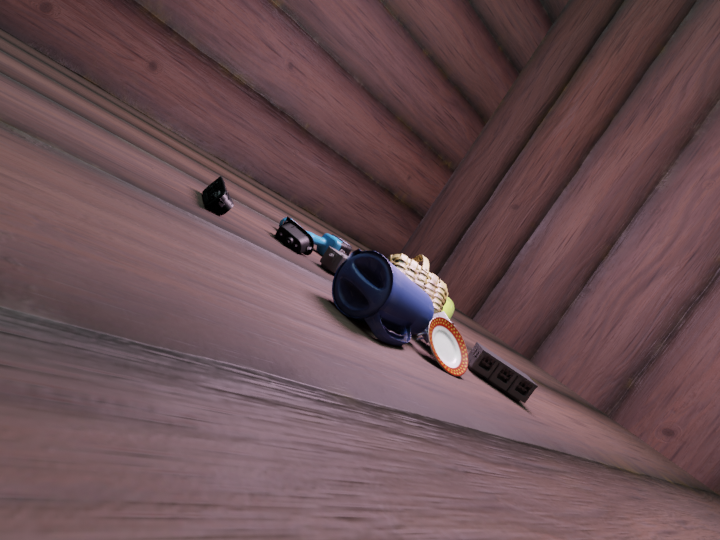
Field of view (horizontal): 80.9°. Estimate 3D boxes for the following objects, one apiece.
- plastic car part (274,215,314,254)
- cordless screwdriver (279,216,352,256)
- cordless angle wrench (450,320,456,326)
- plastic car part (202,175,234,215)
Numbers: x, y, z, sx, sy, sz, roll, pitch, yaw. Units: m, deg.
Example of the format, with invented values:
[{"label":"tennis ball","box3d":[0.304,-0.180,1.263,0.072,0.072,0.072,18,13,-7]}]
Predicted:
[{"label":"plastic car part","box3d":[-0.186,-0.087,1.154,0.120,0.066,0.069,38,22,17]},{"label":"cordless screwdriver","box3d":[-0.131,-0.086,1.343,0.235,0.074,0.168,23,11,-40]},{"label":"cordless angle wrench","box3d":[0.163,0.091,1.402,0.407,0.074,0.101,36,-23,-22]},{"label":"plastic car part","box3d":[-0.345,-0.176,1.029,0.064,0.066,0.211,59,-7,-24]}]
